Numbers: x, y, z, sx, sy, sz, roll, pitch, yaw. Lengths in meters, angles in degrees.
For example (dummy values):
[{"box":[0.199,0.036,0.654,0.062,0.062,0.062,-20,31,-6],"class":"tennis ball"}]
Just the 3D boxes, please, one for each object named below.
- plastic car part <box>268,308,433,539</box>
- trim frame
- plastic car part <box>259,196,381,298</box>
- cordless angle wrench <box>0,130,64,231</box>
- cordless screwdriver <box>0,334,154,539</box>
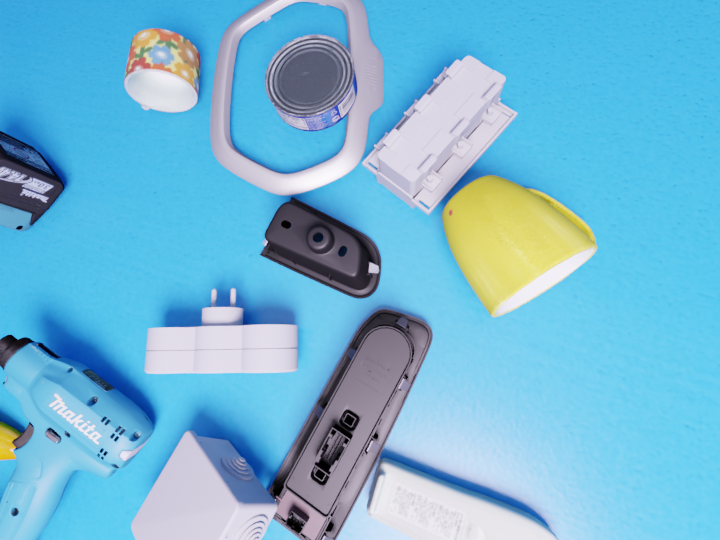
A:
[{"box":[-0.011,0.120,0.340,0.069,0.064,0.203,27,80,21],"class":"plastic car part"},{"box":[-0.069,-0.195,0.444,0.188,0.026,0.252,-3,74,12],"class":"trim frame"},{"box":[-0.036,-0.024,0.373,0.121,0.068,0.066,26,84,18],"class":"plastic car part"},{"box":[-0.498,0.030,0.446,0.077,0.094,0.423,44,91,17],"class":"cordless angle wrench"},{"box":[-0.315,0.191,0.364,0.160,0.074,0.248,35,82,3],"class":"cordless screwdriver"}]
